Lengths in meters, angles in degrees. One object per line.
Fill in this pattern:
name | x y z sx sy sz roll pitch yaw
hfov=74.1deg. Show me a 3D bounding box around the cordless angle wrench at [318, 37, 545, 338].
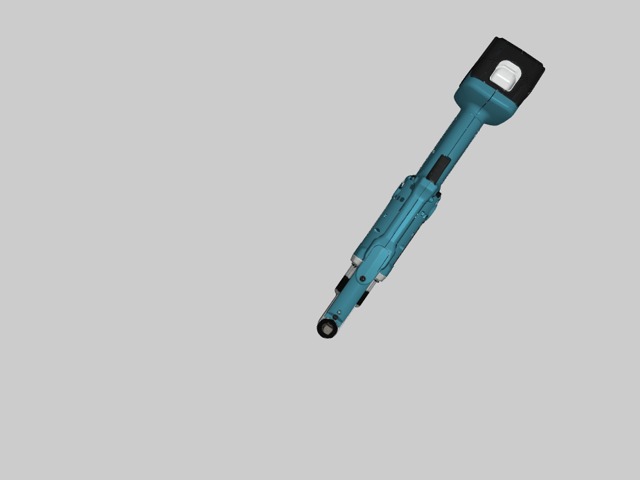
cordless angle wrench | 0.122 -0.052 0.544 0.074 0.423 0.098 35 1 3
